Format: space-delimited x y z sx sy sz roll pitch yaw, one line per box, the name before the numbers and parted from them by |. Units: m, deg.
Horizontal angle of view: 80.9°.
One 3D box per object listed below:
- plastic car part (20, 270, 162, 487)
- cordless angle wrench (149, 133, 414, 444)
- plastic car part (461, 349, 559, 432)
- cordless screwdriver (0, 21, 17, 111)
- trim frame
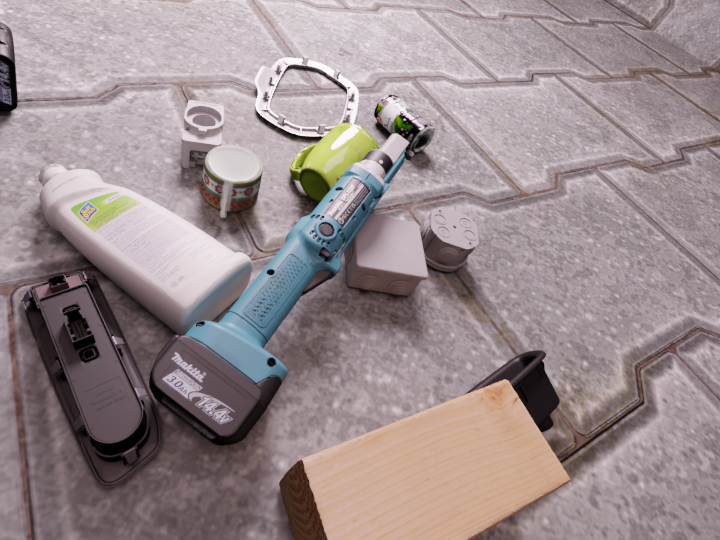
plastic car part | -0.230 0.075 0.364 0.064 0.067 0.210 -19 63 -40
cordless angle wrench | -0.045 -0.029 0.455 0.098 0.075 0.422 35 57 -2
plastic car part | 0.172 0.138 0.449 0.112 0.067 0.072 -18 76 -34
cordless screwdriver | -0.543 -0.235 0.481 0.237 0.160 0.077 -3 58 -42
trim frame | -0.092 -0.314 0.747 0.183 0.027 0.254 14 51 -5
